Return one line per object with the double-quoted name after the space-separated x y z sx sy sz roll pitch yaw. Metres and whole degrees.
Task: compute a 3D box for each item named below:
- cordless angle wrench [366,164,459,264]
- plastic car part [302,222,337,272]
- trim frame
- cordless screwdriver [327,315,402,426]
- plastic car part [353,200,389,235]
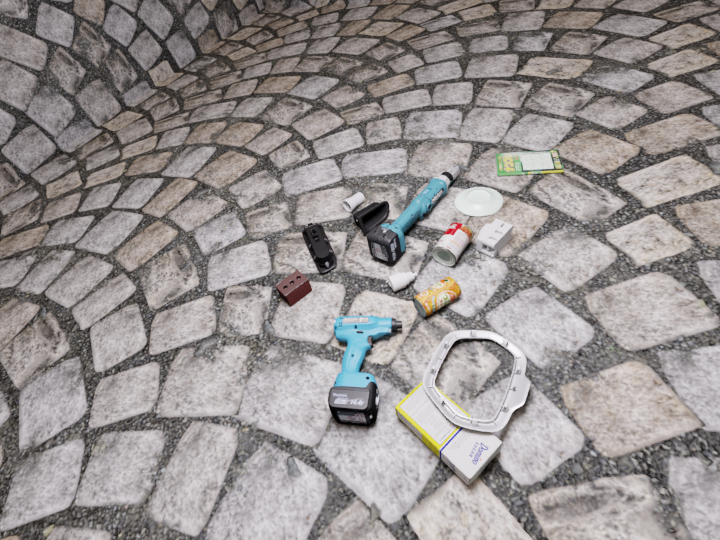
0.174 -0.185 1.212 0.078 0.094 0.419 21 54 34 "cordless angle wrench"
-0.120 -0.078 1.225 0.065 0.064 0.213 -17 48 -10 "plastic car part"
0.234 0.205 0.842 0.193 0.027 0.245 20 43 25 "trim frame"
0.013 0.201 0.917 0.162 0.071 0.255 -6 43 11 "cordless screwdriver"
0.025 -0.167 1.264 0.115 0.063 0.075 -38 35 -22 "plastic car part"
